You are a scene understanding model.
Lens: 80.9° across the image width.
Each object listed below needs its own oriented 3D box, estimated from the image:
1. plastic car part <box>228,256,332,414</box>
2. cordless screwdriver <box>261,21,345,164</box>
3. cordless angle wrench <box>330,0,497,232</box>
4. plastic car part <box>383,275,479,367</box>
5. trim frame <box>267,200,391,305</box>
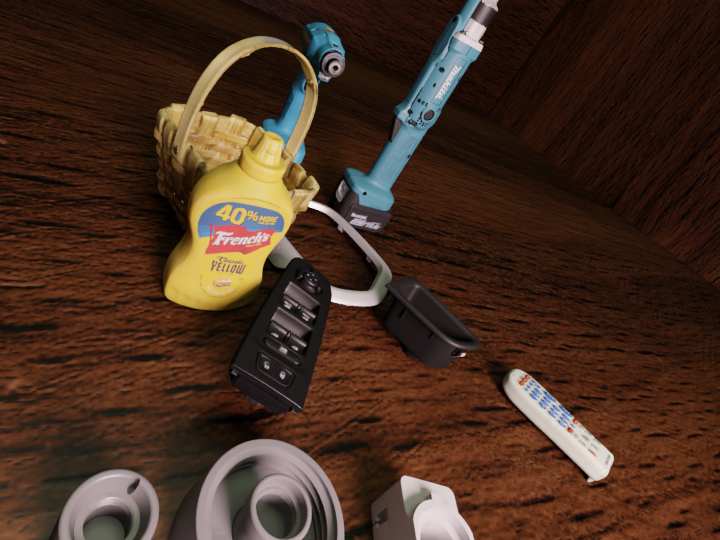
[{"bbox_3d":[-0.072,0.058,0.413,0.066,0.067,0.205,27,31,-8],"label":"plastic car part"},{"bbox_3d":[-0.096,-0.233,0.635,0.071,0.248,0.166,16,35,-27],"label":"cordless screwdriver"},{"bbox_3d":[0.089,-0.244,0.637,0.093,0.422,0.078,13,37,-31],"label":"cordless angle wrench"},{"bbox_3d":[0.073,0.071,0.509,0.063,0.071,0.122,-9,49,-48],"label":"plastic car part"},{"bbox_3d":[-0.059,-0.038,0.600,0.176,0.027,0.261,-8,47,-45],"label":"trim frame"}]
